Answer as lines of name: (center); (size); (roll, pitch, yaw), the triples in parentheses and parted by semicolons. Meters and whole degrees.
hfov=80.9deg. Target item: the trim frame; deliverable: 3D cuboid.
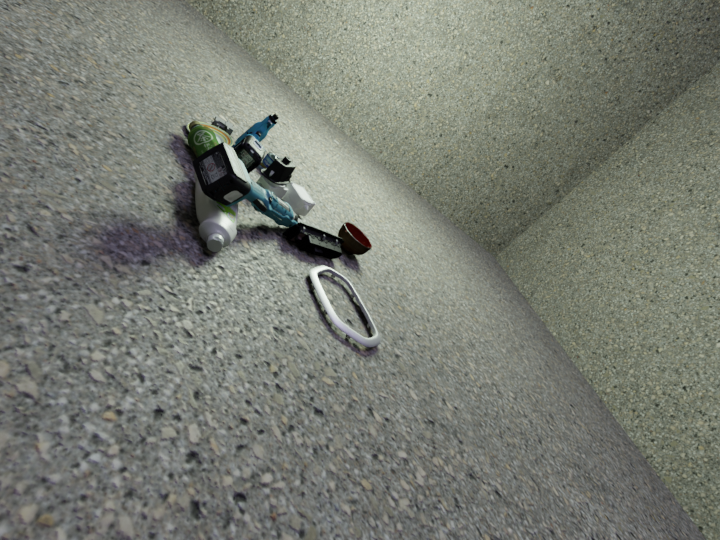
trim frame: (-0.037, 0.079, 0.990); (0.174, 0.028, 0.262); (19, 28, -45)

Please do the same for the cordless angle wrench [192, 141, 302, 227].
cordless angle wrench: (-0.217, -0.155, 0.959); (0.101, 0.075, 0.407); (65, 9, 15)

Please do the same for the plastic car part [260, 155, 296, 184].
plastic car part: (-0.214, -0.279, 1.153); (0.066, 0.071, 0.115); (43, 17, 1)

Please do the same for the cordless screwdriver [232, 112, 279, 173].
cordless screwdriver: (-0.303, -0.369, 1.208); (0.071, 0.161, 0.257); (46, 19, -29)

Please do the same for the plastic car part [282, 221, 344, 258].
plastic car part: (-0.108, -0.071, 1.109); (0.192, 0.067, 0.070); (12, 47, -54)
